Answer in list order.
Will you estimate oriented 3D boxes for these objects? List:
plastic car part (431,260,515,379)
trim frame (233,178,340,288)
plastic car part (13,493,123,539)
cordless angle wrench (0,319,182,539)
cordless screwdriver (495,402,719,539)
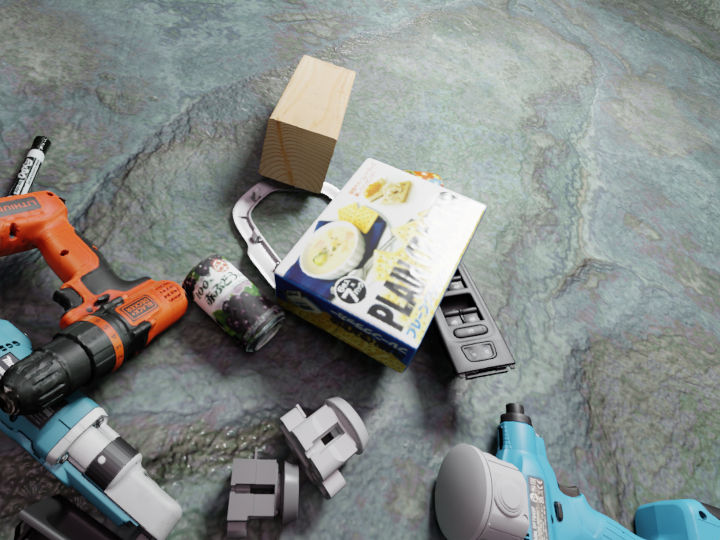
[{"bbox_3d":[0.106,0.036,0.509,0.066,0.064,0.211,-14,55,-4],"label":"plastic car part"},{"bbox_3d":[-0.053,-0.035,0.542,0.180,0.027,0.257,-30,70,-31],"label":"trim frame"},{"bbox_3d":[-0.201,0.225,0.296,0.118,0.065,0.071,35,68,4],"label":"plastic car part"},{"bbox_3d":[-0.318,0.077,0.358,0.429,0.074,0.097,35,52,7],"label":"cordless angle wrench"},{"bbox_3d":[0.250,0.236,0.410,0.248,0.073,0.162,15,52,-1],"label":"cordless screwdriver"}]
